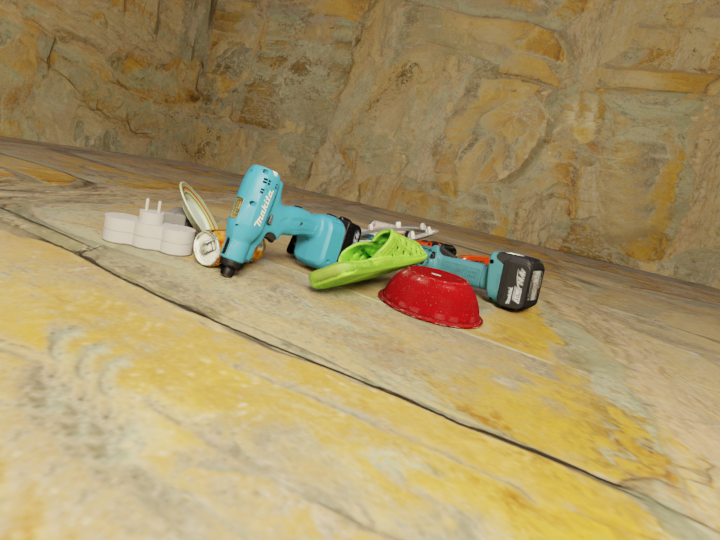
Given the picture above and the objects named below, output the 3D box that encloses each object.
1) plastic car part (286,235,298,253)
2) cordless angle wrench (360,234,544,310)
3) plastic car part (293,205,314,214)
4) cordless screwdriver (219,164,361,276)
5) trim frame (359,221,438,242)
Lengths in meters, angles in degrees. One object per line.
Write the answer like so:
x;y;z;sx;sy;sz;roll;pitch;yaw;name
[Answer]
-0.084;-0.055;0.860;0.069;0.066;0.196;43;19;13;plastic car part
0.141;-0.023;0.876;0.447;0.097;0.071;18;11;42;cordless angle wrench
-0.158;-0.127;1.069;0.112;0.070;0.069;11;10;-23;plastic car part
-0.108;-0.046;0.666;0.078;0.159;0.235;17;-4;37;cordless screwdriver
0.051;-0.079;0.869;0.193;0.027;0.240;5;16;36;trim frame
